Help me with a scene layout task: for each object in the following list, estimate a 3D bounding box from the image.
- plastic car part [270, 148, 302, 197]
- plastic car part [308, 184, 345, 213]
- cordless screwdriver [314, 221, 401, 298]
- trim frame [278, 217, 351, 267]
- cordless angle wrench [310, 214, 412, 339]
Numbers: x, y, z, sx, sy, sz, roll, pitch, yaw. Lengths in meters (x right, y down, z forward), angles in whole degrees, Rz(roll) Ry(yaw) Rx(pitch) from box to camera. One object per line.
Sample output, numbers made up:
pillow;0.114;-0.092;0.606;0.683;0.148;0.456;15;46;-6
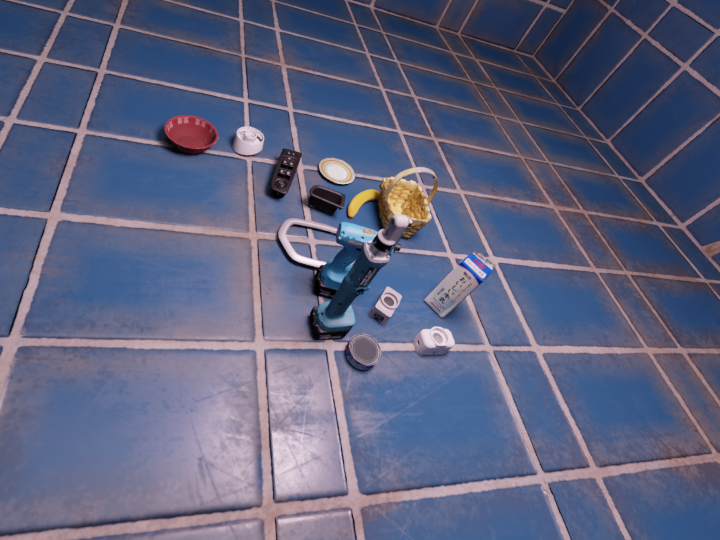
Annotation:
plastic car part;-0.244;-0.306;1.349;0.065;0.067;0.207;18;47;-12
plastic car part;-0.113;-0.216;1.327;0.114;0.070;0.067;18;48;-10
cordless screwdriver;-0.016;-0.017;1.077;0.155;0.248;0.076;16;49;-14
trim frame;-0.121;-0.079;1.237;0.242;0.027;0.190;10;49;-15
cordless angle wrench;-0.006;0.023;0.928;0.094;0.421;0.077;3;54;-26
